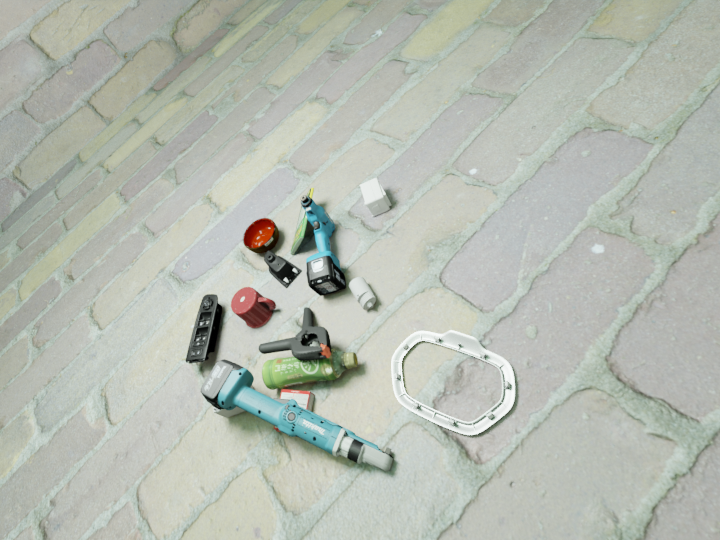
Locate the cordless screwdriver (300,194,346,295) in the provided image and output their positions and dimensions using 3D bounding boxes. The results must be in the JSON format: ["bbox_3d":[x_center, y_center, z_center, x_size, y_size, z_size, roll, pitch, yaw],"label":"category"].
[{"bbox_3d":[-0.108,-0.070,1.102,0.076,0.151,0.258,-19,54,14],"label":"cordless screwdriver"}]

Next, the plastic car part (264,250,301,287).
[{"bbox_3d":[-0.234,-0.016,1.188,0.123,0.067,0.066,34,76,36],"label":"plastic car part"}]

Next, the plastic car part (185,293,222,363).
[{"bbox_3d":[-0.420,0.160,1.168,0.068,0.063,0.209,-18,55,25],"label":"plastic car part"}]

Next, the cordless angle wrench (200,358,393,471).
[{"bbox_3d":[-0.138,0.309,0.879,0.440,0.071,0.098,17,59,22],"label":"cordless angle wrench"}]

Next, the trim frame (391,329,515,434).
[{"bbox_3d":[0.174,0.211,0.842,0.262,0.026,0.184,15,66,36],"label":"trim frame"}]
